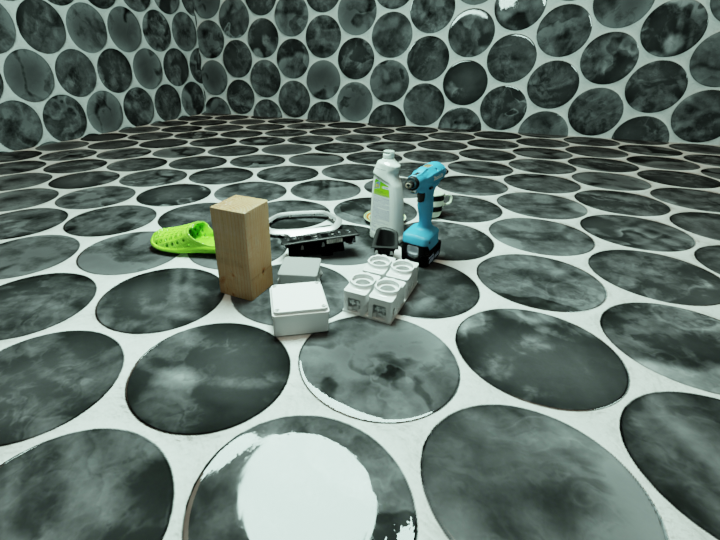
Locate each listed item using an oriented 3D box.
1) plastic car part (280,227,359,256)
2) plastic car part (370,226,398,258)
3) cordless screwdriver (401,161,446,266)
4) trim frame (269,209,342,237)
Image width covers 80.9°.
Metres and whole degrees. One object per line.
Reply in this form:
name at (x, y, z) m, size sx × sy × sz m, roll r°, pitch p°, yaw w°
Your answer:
plastic car part at (-0.108, -0.071, 1.108) m, size 0.200 × 0.065 × 0.069 m, roll -5°, pitch 27°, yaw -8°
plastic car part at (0.063, -0.056, 1.071) m, size 0.067 × 0.069 × 0.118 m, roll 4°, pitch 27°, yaw 7°
cordless screwdriver at (0.144, -0.130, 1.024) m, size 0.078 × 0.242 × 0.155 m, roll 18°, pitch 31°, yaw 30°
trim frame at (-0.179, -0.143, 1.289) m, size 0.247 × 0.027 × 0.190 m, roll -3°, pitch 28°, yaw -5°
